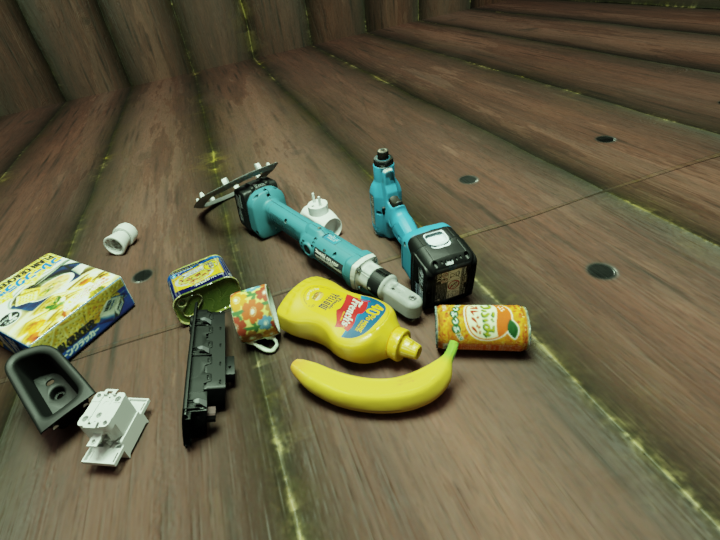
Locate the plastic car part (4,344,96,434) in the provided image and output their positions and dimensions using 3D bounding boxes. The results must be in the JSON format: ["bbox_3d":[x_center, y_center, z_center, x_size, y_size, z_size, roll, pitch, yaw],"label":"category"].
[{"bbox_3d":[-0.387,0.152,0.534,0.122,0.069,0.065,34,52,24],"label":"plastic car part"}]

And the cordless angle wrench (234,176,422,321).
[{"bbox_3d":[-0.068,-0.045,0.696,0.073,0.095,0.448,-29,44,-30],"label":"cordless angle wrench"}]

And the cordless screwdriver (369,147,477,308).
[{"bbox_3d":[0.076,-0.072,0.638,0.073,0.153,0.261,-16,39,-11],"label":"cordless screwdriver"}]

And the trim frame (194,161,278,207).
[{"bbox_3d":[-0.256,-0.176,0.869,0.181,0.027,0.256,-30,11,-22],"label":"trim frame"}]

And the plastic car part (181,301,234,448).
[{"bbox_3d":[-0.197,0.114,0.544,0.066,0.064,0.213,-9,36,-16],"label":"plastic car part"}]
